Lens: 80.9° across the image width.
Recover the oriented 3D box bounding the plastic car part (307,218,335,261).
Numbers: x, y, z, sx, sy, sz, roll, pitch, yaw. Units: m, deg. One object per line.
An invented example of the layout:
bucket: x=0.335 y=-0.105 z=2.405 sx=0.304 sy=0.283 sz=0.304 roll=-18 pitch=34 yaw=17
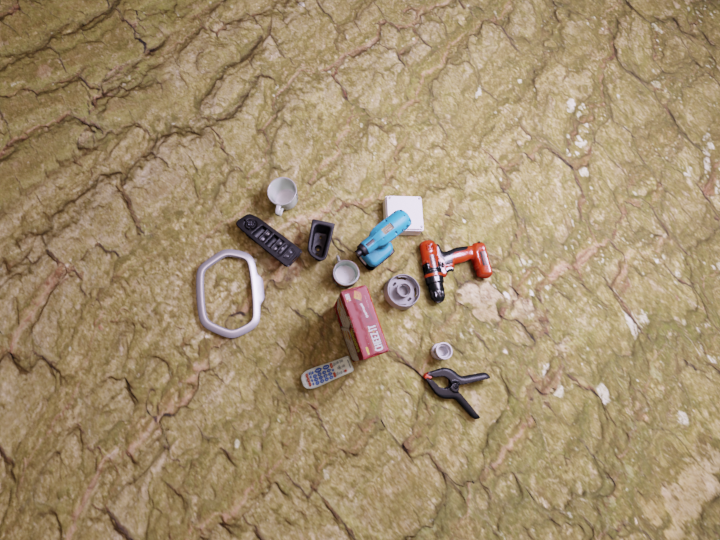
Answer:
plastic car part: x=-0.118 y=-0.077 z=1.202 sx=0.066 sy=0.070 sz=0.118 roll=11 pitch=73 yaw=-3

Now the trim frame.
trim frame: x=-0.360 y=0.061 z=1.168 sx=0.182 sy=0.027 sz=0.254 roll=-8 pitch=73 yaw=-6

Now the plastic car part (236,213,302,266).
plastic car part: x=-0.262 y=-0.086 z=1.199 sx=0.206 sy=0.066 sz=0.066 roll=38 pitch=74 yaw=8

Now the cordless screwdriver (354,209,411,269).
cordless screwdriver: x=0.037 y=-0.062 z=1.114 sx=0.158 sy=0.247 sz=0.075 roll=-38 pitch=84 yaw=-15
